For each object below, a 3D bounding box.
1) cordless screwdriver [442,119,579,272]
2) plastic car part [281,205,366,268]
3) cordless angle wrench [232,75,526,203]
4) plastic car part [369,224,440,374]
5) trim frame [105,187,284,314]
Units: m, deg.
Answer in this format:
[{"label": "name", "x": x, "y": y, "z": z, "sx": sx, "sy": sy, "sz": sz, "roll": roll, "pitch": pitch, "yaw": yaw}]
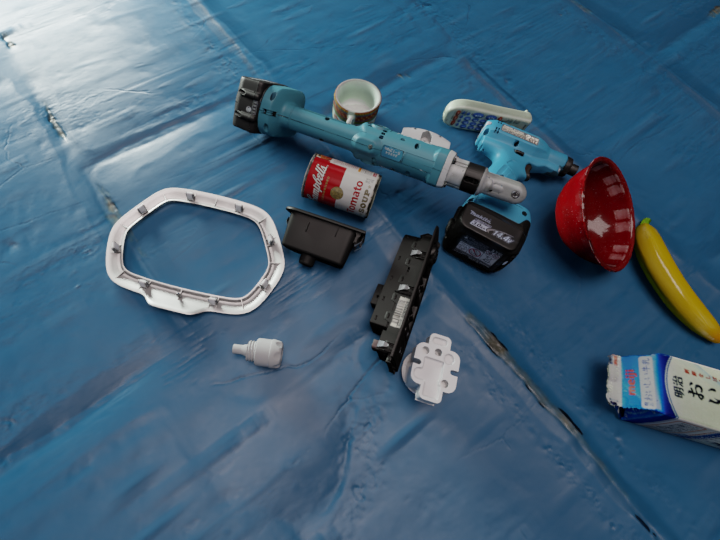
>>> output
[{"label": "cordless screwdriver", "x": 0.229, "y": -0.112, "z": 0.630, "sx": 0.161, "sy": 0.073, "sz": 0.250, "roll": 24, "pitch": 62, "yaw": 6}, {"label": "plastic car part", "x": -0.057, "y": -0.038, "z": 0.587, "sx": 0.118, "sy": 0.065, "sz": 0.071, "roll": 17, "pitch": 80, "yaw": 6}, {"label": "cordless angle wrench", "x": 0.019, "y": -0.178, "z": 0.597, "sx": 0.435, "sy": 0.073, "sz": 0.096, "roll": 24, "pitch": 24, "yaw": 15}, {"label": "plastic car part", "x": 0.057, "y": 0.028, "z": 0.564, "sx": 0.070, "sy": 0.063, "sz": 0.203, "roll": 14, "pitch": 64, "yaw": 28}, {"label": "trim frame", "x": -0.227, "y": -0.029, "z": 0.585, "sx": 0.249, "sy": 0.027, "sz": 0.186, "roll": 14, "pitch": 66, "yaw": 1}]
